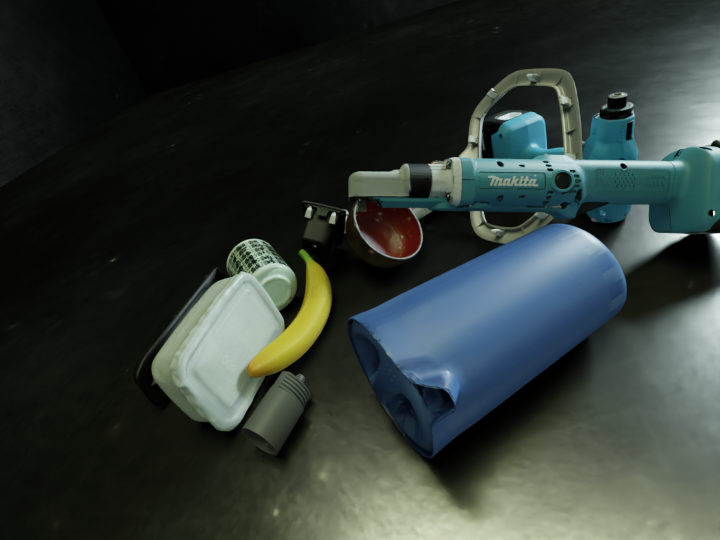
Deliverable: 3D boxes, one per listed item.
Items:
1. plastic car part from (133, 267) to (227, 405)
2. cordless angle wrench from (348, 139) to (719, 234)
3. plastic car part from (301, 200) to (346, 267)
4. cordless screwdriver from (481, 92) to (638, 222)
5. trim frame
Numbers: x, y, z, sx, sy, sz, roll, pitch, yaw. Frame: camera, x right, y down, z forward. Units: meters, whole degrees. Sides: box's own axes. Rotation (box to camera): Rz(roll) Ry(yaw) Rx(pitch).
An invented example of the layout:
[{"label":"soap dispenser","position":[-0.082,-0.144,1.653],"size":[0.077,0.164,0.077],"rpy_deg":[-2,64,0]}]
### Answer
[{"label":"plastic car part","position":[-0.249,0.087,0.591],"size":[0.069,0.063,0.205],"rpy_deg":[-13,36,27]},{"label":"cordless angle wrench","position":[0.198,-0.088,0.444],"size":[0.421,0.098,0.075],"rpy_deg":[0,1,-3]},{"label":"plastic car part","position":[-0.062,-0.041,0.636],"size":[0.067,0.113,0.072],"rpy_deg":[15,60,6]},{"label":"cordless screwdriver","position":[0.267,-0.181,0.597],"size":[0.073,0.153,0.262],"rpy_deg":[-23,34,-11]},{"label":"trim frame","position":[0.205,-0.157,0.572],"size":[0.026,0.251,0.190],"rpy_deg":[9,-13,-30]}]
